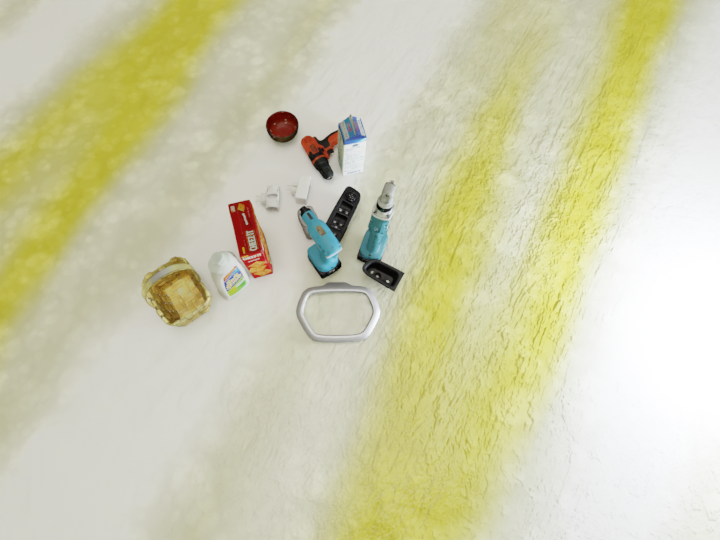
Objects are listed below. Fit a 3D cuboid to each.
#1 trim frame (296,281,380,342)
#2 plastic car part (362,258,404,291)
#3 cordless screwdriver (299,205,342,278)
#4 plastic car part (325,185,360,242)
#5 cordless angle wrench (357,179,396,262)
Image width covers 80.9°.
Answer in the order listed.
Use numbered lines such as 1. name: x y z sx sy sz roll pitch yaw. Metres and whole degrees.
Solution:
1. trim frame: -0.066 0.121 1.253 0.249 0.027 0.188 -2 70 0
2. plastic car part: 0.061 0.014 1.267 0.119 0.069 0.066 29 73 10
3. cordless screwdriver: -0.119 -0.078 1.212 0.074 0.244 0.164 -32 76 -13
4. plastic car part: -0.057 -0.172 1.340 0.067 0.066 0.204 22 72 6
5. cordless angle wrench: 0.049 -0.119 1.133 0.075 0.415 0.098 20 72 2
